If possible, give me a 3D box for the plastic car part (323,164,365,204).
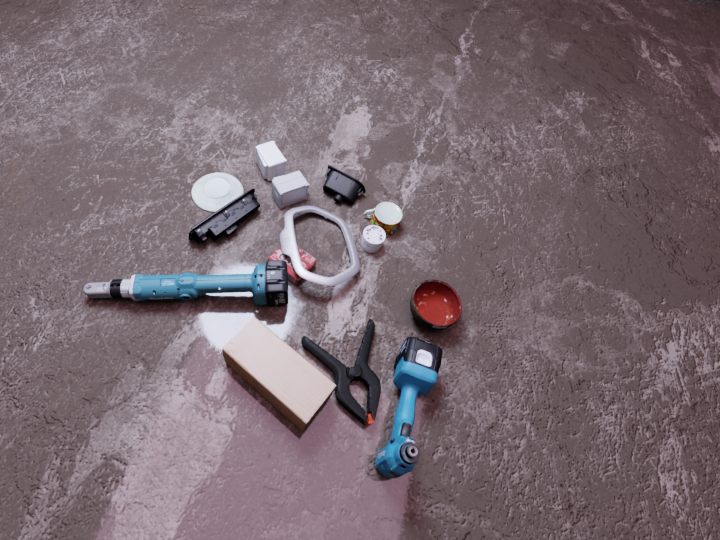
[{"bbox_3d":[-0.052,-0.214,1.110,0.118,0.065,0.071,31,74,7],"label":"plastic car part"}]

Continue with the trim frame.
[{"bbox_3d":[-0.098,-0.064,1.000,0.178,0.027,0.259,1,51,-22],"label":"trim frame"}]

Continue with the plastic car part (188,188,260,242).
[{"bbox_3d":[-0.316,-0.128,1.017,0.068,0.066,0.201,41,61,3],"label":"plastic car part"}]

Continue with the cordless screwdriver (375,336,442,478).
[{"bbox_3d":[0.094,0.244,0.780,0.075,0.156,0.251,20,56,0],"label":"cordless screwdriver"}]

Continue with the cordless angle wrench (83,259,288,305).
[{"bbox_3d":[-0.366,0.034,0.896,0.420,0.096,0.076,-2,63,-4],"label":"cordless angle wrench"}]
